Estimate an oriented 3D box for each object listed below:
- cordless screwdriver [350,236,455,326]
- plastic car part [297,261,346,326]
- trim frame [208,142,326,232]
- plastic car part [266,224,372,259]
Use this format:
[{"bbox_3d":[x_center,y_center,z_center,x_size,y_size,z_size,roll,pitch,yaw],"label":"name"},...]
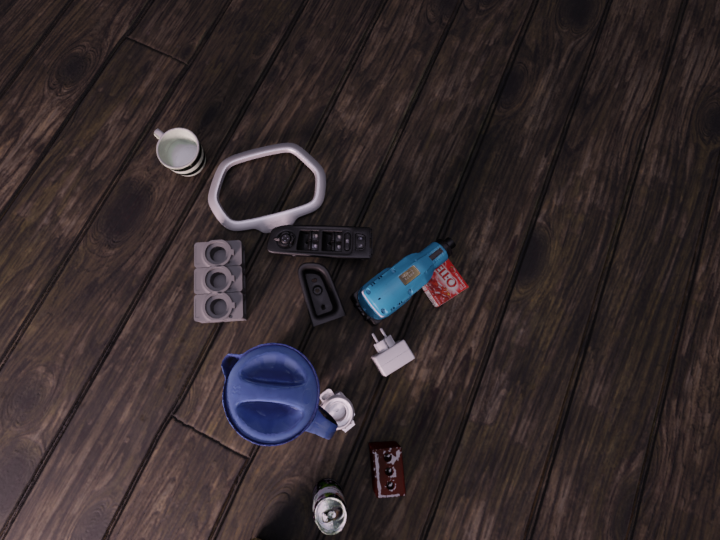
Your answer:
[{"bbox_3d":[0.066,0.021,0.725,0.158,0.247,0.075,-37,85,-11],"label":"cordless screwdriver"},{"bbox_3d":[-0.079,0.043,0.807,0.065,0.070,0.119,-18,79,-8],"label":"plastic car part"},{"bbox_3d":[-0.194,-0.171,0.879,0.247,0.027,0.188,-16,77,-5],"label":"trim frame"},{"bbox_3d":[-0.081,-0.053,0.832,0.203,0.066,0.067,3,78,-1],"label":"plastic car part"}]
